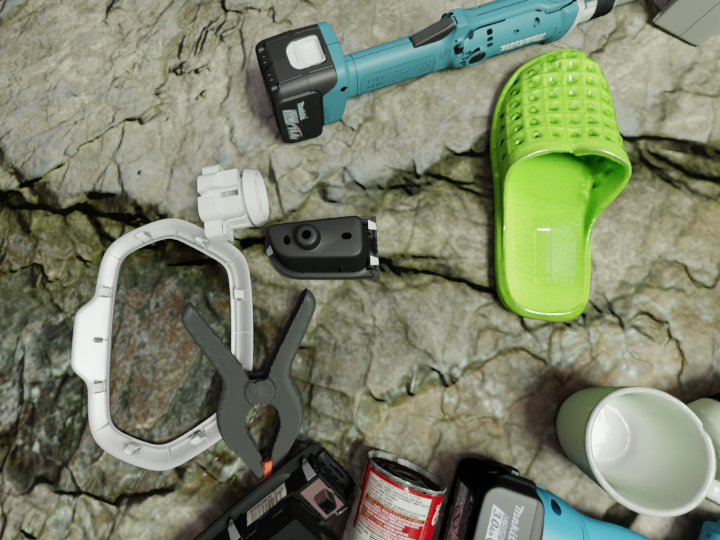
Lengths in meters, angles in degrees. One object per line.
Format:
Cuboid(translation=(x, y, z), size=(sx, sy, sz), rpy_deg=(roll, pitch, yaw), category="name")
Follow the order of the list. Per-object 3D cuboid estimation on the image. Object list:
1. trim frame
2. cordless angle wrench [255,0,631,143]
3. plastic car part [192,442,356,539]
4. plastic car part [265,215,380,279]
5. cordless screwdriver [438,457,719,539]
Cuboid(translation=(-0.199, 0.066, 0.426), size=(0.186, 0.027, 0.251), rpy_deg=(-4, 79, 7), category="trim frame")
Cuboid(translation=(0.108, -0.240, 0.433), size=(0.422, 0.096, 0.076), rpy_deg=(-18, 79, -2), category="cordless angle wrench")
Cuboid(translation=(-0.093, 0.241, 0.352), size=(0.203, 0.070, 0.063), rpy_deg=(-36, 117, 2), category="plastic car part")
Cuboid(translation=(-0.040, -0.026, 0.406), size=(0.117, 0.070, 0.067), rpy_deg=(-2, 78, 2), category="plastic car part")
Cuboid(translation=(0.190, 0.251, 0.318), size=(0.251, 0.073, 0.160), rpy_deg=(13, 80, 5), category="cordless screwdriver")
